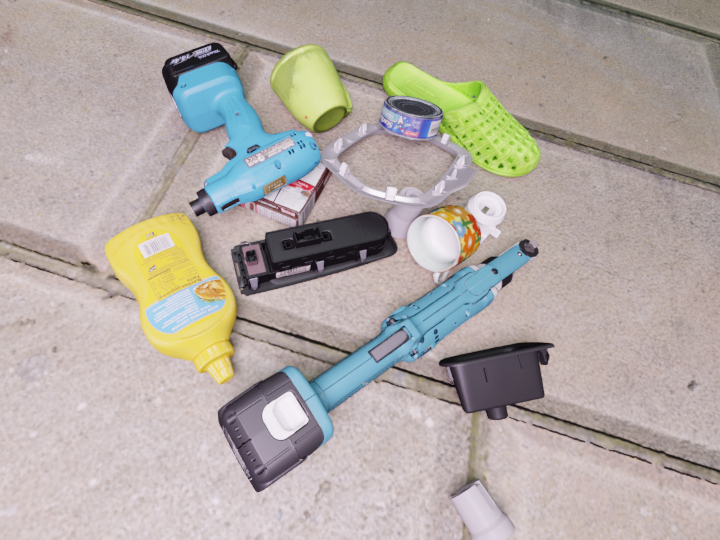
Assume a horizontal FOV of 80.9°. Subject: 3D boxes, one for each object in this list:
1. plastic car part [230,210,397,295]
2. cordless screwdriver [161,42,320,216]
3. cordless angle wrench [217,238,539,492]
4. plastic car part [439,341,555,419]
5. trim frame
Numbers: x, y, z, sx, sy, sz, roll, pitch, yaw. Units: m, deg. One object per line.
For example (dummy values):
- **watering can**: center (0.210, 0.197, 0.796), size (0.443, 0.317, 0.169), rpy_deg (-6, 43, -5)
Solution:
- **plastic car part**: center (-0.049, -0.032, 0.504), size (0.198, 0.066, 0.069), rpy_deg (-12, 59, -18)
- **cordless screwdriver**: center (-0.180, -0.178, 0.532), size (0.157, 0.072, 0.260), rpy_deg (-32, 62, -15)
- **cordless angle wrench**: center (0.054, 0.066, 0.455), size (0.414, 0.097, 0.077), rpy_deg (-30, 73, -26)
- **plastic car part**: center (0.145, 0.120, 0.453), size (0.115, 0.066, 0.072), rpy_deg (-12, 80, -12)
- **trim frame**: center (0.056, -0.148, 0.554), size (0.190, 0.027, 0.245), rpy_deg (25, 39, 16)
